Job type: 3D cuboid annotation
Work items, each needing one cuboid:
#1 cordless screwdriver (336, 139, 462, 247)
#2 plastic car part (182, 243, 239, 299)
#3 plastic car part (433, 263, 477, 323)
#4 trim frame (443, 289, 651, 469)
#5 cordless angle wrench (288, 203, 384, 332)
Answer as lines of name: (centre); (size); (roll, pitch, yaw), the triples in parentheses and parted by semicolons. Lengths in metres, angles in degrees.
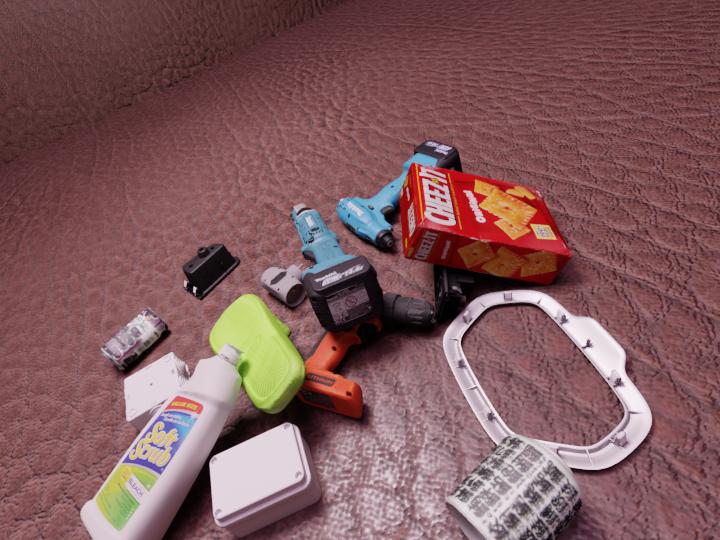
cordless screwdriver: (0.089, -0.142, 0.805); (0.247, 0.071, 0.168); (-35, 42, -9)
plastic car part: (-0.305, -0.012, 0.839); (0.070, 0.067, 0.116); (21, 59, 37)
plastic car part: (0.141, -0.016, 0.652); (0.068, 0.064, 0.208); (-4, 43, 5)
trim frame: (0.210, 0.112, 0.510); (0.184, 0.026, 0.259); (-20, 39, 1)
cordless angle wrench: (-0.072, -0.047, 0.736); (0.097, 0.071, 0.441); (-23, 29, -6)
